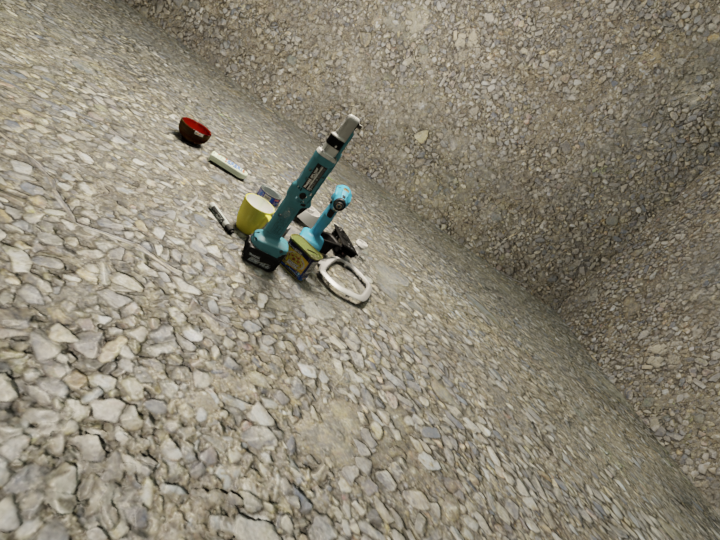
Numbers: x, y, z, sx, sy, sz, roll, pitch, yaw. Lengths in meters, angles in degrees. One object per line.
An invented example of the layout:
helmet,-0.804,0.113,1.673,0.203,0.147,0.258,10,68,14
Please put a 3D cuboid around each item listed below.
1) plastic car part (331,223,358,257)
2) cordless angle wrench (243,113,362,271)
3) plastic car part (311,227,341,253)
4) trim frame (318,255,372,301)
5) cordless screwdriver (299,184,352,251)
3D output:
plastic car part,-0.066,-0.095,1.449,0.064,0.067,0.211,28,21,-25
cordless angle wrench,-0.138,-0.183,0.997,0.094,0.424,0.077,29,22,-23
plastic car part,-0.128,-0.084,1.313,0.110,0.071,0.069,11,33,-51
trim frame,-0.047,0.020,1.277,0.186,0.027,0.246,37,20,2
cordless screwdriver,-0.110,-0.117,1.153,0.073,0.249,0.161,34,20,-11
